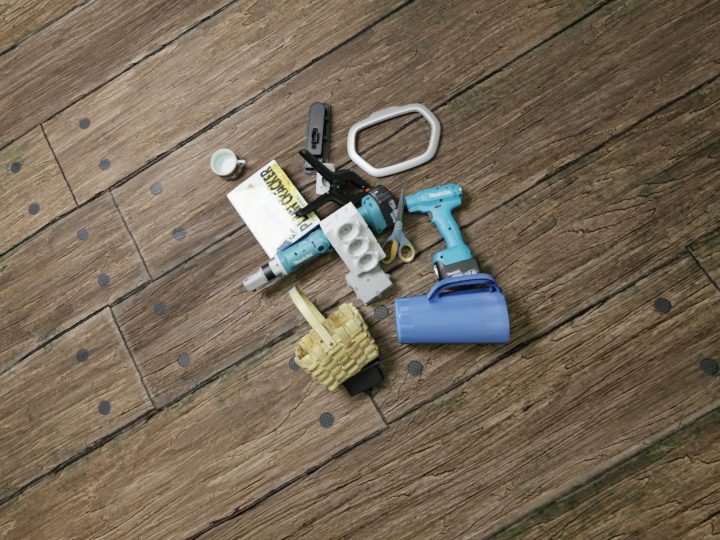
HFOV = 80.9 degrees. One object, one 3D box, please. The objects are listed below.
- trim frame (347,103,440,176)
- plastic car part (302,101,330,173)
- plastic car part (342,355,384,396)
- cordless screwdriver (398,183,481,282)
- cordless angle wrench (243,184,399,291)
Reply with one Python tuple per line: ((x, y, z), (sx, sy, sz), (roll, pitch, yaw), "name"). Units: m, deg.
((0.087, -0.347, 1.113), (0.250, 0.027, 0.187), (-19, 80, 6), "trim frame")
((-0.120, -0.363, 1.129), (0.068, 0.065, 0.205), (2, 79, 13), "plastic car part")
((0.009, 0.258, 1.013), (0.117, 0.066, 0.070), (-33, 95, 5), "plastic car part")
((0.190, -0.083, 1.033), (0.160, 0.072, 0.253), (-13, 76, 5), "cordless screwdriver")
((-0.102, -0.067, 1.041), (0.423, 0.093, 0.078), (-30, 37, -1), "cordless angle wrench")
